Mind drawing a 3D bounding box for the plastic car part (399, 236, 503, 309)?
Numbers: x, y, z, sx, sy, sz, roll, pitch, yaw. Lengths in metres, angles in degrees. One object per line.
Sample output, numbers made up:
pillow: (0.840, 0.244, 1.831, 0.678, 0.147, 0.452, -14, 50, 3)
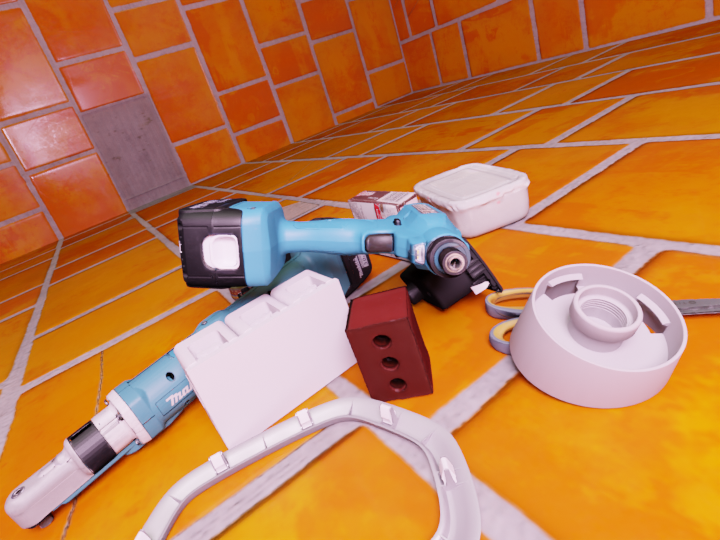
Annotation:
plastic car part: (0.080, 0.008, 0.450, 0.070, 0.065, 0.119, -38, 10, -10)

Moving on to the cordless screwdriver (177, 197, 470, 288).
cordless screwdriver: (-0.037, -0.024, 0.379, 0.249, 0.073, 0.161, -2, 15, 1)

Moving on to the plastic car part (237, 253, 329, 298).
plastic car part: (-0.091, -0.004, 0.613, 0.199, 0.066, 0.069, -27, 16, -22)

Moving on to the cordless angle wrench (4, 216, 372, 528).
cordless angle wrench: (-0.148, 0.078, 0.449, 0.078, 0.094, 0.416, 8, 40, 44)

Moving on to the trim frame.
trim frame: (-0.048, 0.161, 0.268, 0.245, 0.027, 0.192, -23, 25, -11)
